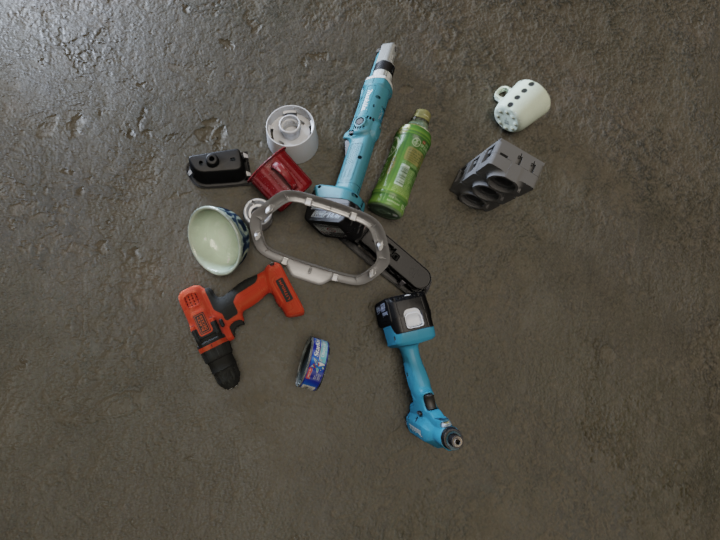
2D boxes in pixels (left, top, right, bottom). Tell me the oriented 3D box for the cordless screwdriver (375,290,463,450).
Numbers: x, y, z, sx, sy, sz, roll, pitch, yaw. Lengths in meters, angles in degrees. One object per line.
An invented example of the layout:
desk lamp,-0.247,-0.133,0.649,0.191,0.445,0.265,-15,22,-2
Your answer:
cordless screwdriver,0.100,0.162,0.703,0.073,0.160,0.252,-10,81,-14

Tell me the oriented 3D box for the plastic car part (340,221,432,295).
plastic car part,0.057,-0.028,0.782,0.202,0.068,0.066,41,70,-3

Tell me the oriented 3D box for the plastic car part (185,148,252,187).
plastic car part,-0.255,-0.188,0.757,0.114,0.071,0.067,-9,83,-14

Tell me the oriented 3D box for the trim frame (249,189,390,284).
trim frame,-0.070,-0.046,0.720,0.247,0.182,0.028,18,44,-4

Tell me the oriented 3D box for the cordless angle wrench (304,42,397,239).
cordless angle wrench,0.006,-0.266,0.803,0.102,0.070,0.426,7,71,29
